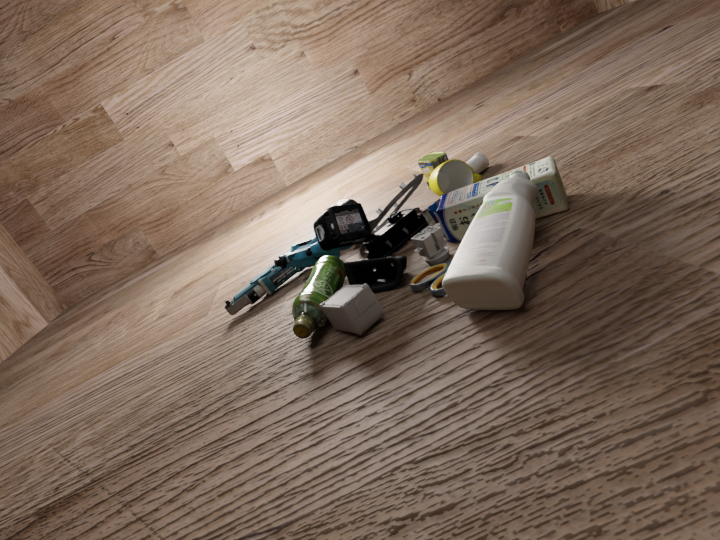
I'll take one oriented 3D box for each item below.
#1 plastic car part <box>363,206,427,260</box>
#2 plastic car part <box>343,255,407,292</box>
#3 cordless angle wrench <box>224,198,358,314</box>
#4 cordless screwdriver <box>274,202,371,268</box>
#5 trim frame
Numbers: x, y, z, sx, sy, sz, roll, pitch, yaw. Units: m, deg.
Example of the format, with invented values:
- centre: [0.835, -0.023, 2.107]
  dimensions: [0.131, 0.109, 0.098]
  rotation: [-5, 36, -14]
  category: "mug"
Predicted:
- centre: [0.076, -0.085, 0.920]
  dimensions: [0.200, 0.064, 0.070]
  rotation: [-43, 30, -26]
  category: "plastic car part"
- centre: [0.039, 0.000, 0.783]
  dimensions: [0.121, 0.065, 0.069]
  rotation: [-12, 11, 33]
  category: "plastic car part"
- centre: [-0.164, -0.028, 1.075]
  dimensions: [0.419, 0.095, 0.077]
  rotation: [-40, 20, -15]
  category: "cordless angle wrench"
- centre: [-0.089, -0.058, 0.912]
  dimensions: [0.154, 0.075, 0.252]
  rotation: [-13, -10, -25]
  category: "cordless screwdriver"
- centre: [0.059, -0.132, 0.947]
  dimensions: [0.181, 0.028, 0.250]
  rotation: [-45, -1, -37]
  category: "trim frame"
